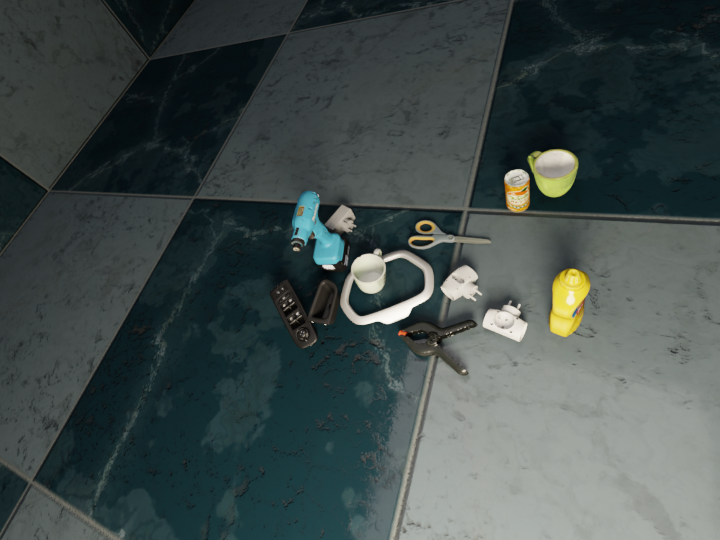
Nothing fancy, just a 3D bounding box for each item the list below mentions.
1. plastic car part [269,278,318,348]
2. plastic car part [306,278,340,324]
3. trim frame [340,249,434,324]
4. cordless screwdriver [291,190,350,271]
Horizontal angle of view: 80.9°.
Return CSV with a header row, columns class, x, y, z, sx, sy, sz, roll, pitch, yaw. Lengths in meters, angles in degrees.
class,x,y,z,sx,sy,sz,roll,pitch,yaw
plastic car part,-0.168,0.121,1.101,0.066,0.063,0.214,-34,52,-1
plastic car part,-0.082,0.090,1.080,0.069,0.067,0.118,5,61,26
trim frame,0.063,0.044,1.070,0.251,0.026,0.192,-23,53,9
cordless screwdriver,-0.106,-0.069,1.087,0.077,0.236,0.162,-2,58,21
